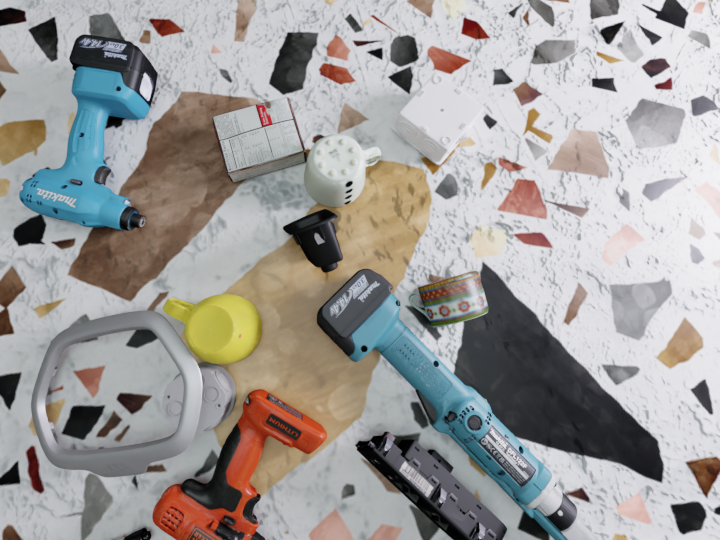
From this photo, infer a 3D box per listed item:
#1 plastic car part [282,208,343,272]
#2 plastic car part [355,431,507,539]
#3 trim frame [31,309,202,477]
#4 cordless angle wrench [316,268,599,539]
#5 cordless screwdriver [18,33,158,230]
[{"bbox_3d":[-0.052,-0.034,0.528,0.065,0.120,0.069,-25,107,-7],"label":"plastic car part"},{"bbox_3d":[0.090,0.260,0.492,0.206,0.066,0.066,45,56,9],"label":"plastic car part"},{"bbox_3d":[-0.291,0.146,0.496,0.253,0.026,0.187,-14,78,14],"label":"trim frame"},{"bbox_3d":[0.123,0.175,0.502,0.097,0.074,0.428,-44,84,-8],"label":"cordless angle wrench"},{"bbox_3d":[-0.338,-0.179,0.572,0.160,0.074,0.250,15,83,2],"label":"cordless screwdriver"}]
